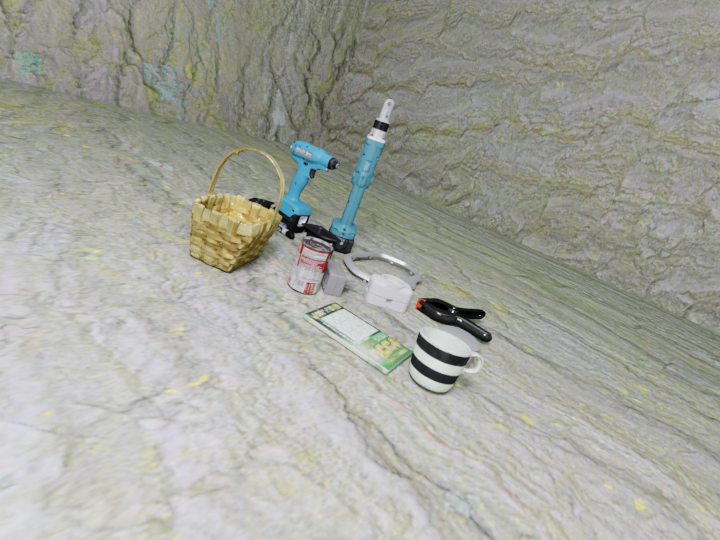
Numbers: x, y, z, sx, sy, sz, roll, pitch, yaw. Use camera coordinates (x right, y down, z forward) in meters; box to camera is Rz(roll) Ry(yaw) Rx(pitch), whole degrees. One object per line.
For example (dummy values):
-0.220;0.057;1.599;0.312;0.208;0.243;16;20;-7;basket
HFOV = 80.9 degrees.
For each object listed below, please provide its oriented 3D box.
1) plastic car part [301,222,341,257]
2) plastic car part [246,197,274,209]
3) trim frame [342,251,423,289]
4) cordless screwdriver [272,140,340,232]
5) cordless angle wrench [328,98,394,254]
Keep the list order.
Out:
-0.105;-0.068;1.071;0.063;0.070;0.123;6;23;-37;plastic car part
-0.301;-0.148;1.109;0.067;0.066;0.201;22;19;7;plastic car part
0.060;-0.002;1.112;0.194;0.027;0.237;32;23;34;trim frame
-0.154;-0.222;1.176;0.168;0.247;0.071;31;20;30;cordless screwdriver
0.005;-0.251;1.141;0.074;0.419;0.100;19;18;-7;cordless angle wrench
